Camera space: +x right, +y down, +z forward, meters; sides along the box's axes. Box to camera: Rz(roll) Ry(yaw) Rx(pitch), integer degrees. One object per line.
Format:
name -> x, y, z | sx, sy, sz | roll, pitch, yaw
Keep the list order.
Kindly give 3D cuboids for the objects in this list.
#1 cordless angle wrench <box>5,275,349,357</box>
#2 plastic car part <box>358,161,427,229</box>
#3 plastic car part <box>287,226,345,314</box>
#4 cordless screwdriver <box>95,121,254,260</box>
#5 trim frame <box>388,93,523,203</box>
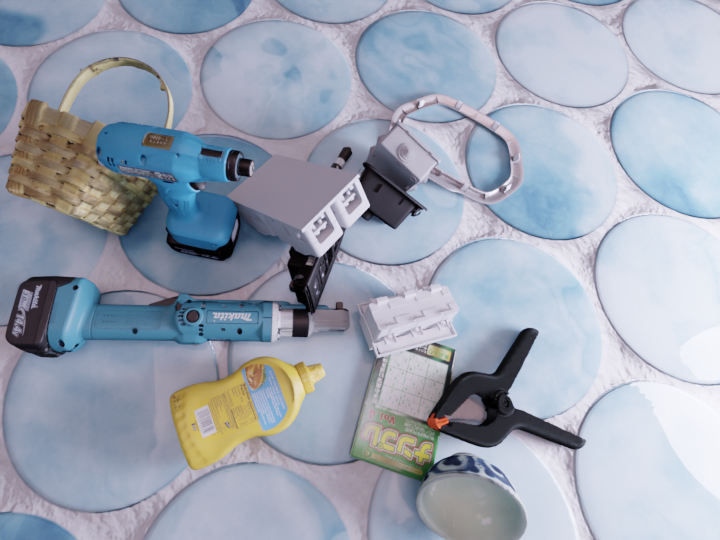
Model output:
cordless angle wrench -> -0.223, 0.066, 0.568 | 0.418, 0.073, 0.100 | 2, 67, -7
plastic car part -> 0.030, -0.105, 0.646 | 0.113, 0.068, 0.071 | 31, 96, -18
plastic car part -> -0.060, -0.039, 0.610 | 0.070, 0.063, 0.204 | 7, 51, 22
cordless screwdriver -> -0.197, -0.087, 0.530 | 0.160, 0.244, 0.075 | 11, 70, 1
trim frame -> 0.167, -0.215, 0.727 | 0.252, 0.027, 0.184 | 34, 71, 6
